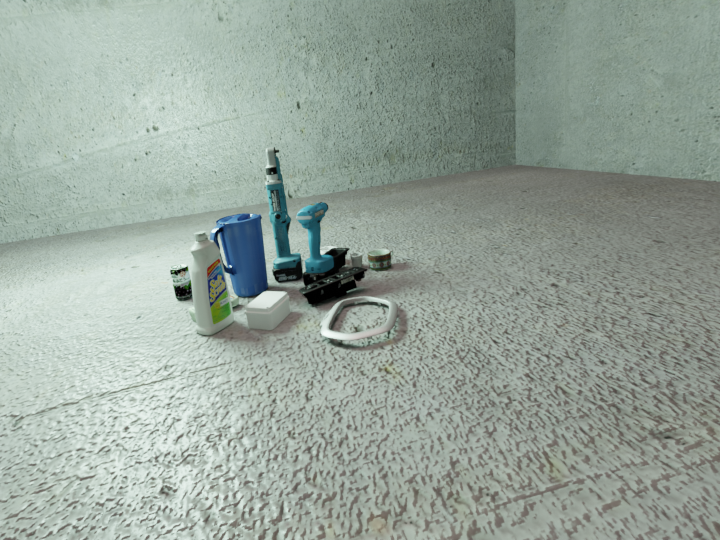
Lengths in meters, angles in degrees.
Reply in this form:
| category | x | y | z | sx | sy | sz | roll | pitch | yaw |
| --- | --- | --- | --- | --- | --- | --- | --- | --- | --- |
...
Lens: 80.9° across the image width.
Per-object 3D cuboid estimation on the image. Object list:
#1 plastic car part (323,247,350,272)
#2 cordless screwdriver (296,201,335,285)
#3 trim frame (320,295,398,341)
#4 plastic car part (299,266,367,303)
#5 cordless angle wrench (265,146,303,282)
| category | x | y | z | sx | sy | sz | roll | pitch | yaw |
| --- | --- | --- | --- | --- | --- | --- | --- | --- | --- |
| plastic car part | -0.081 | -0.030 | 1.387 | 0.068 | 0.069 | 0.115 | 0 | 19 | 20 |
| cordless screwdriver | -0.126 | -0.082 | 1.287 | 0.077 | 0.244 | 0.157 | 0 | 18 | 21 |
| trim frame | -0.004 | 0.112 | 1.014 | 0.188 | 0.027 | 0.248 | -3 | 19 | 12 |
| plastic car part | -0.077 | 0.044 | 1.178 | 0.197 | 0.066 | 0.070 | -16 | 20 | -26 |
| cordless angle wrench | -0.256 | -0.174 | 1.338 | 0.098 | 0.415 | 0.076 | -6 | 15 | 0 |
